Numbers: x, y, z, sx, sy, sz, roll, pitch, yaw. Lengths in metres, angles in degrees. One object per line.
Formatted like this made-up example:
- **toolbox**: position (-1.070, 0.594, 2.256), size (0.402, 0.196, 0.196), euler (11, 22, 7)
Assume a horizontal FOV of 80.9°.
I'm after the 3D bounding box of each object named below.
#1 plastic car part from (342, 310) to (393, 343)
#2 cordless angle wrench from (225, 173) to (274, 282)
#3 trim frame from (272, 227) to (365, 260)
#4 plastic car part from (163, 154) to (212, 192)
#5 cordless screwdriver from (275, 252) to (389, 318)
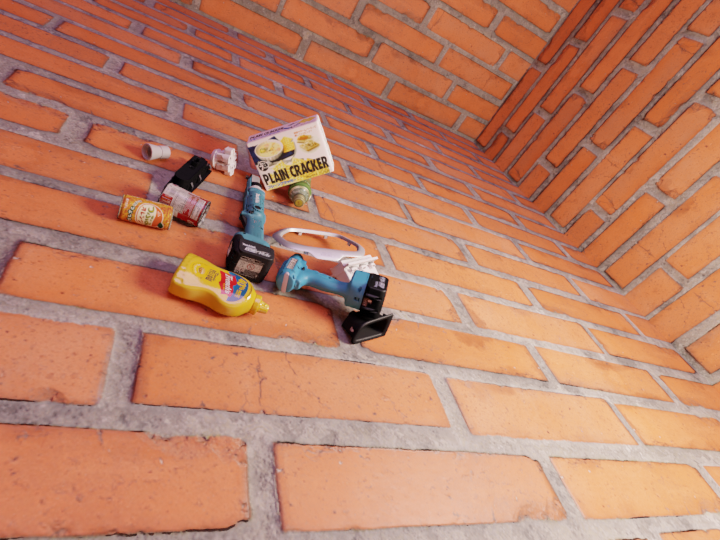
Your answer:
- **plastic car part**: position (0.007, 0.118, 0.967), size (0.111, 0.065, 0.075), euler (-6, 33, -41)
- **cordless angle wrench**: position (-0.273, -0.139, 1.075), size (0.094, 0.074, 0.440), euler (18, 32, -24)
- **trim frame**: position (-0.107, -0.070, 1.098), size (0.241, 0.027, 0.192), euler (7, 20, -19)
- **plastic car part**: position (-0.441, -0.252, 1.100), size (0.064, 0.067, 0.207), euler (31, 33, -17)
- **cordless screwdriver**: position (-0.064, 0.022, 0.982), size (0.250, 0.073, 0.161), euler (14, 22, 2)
